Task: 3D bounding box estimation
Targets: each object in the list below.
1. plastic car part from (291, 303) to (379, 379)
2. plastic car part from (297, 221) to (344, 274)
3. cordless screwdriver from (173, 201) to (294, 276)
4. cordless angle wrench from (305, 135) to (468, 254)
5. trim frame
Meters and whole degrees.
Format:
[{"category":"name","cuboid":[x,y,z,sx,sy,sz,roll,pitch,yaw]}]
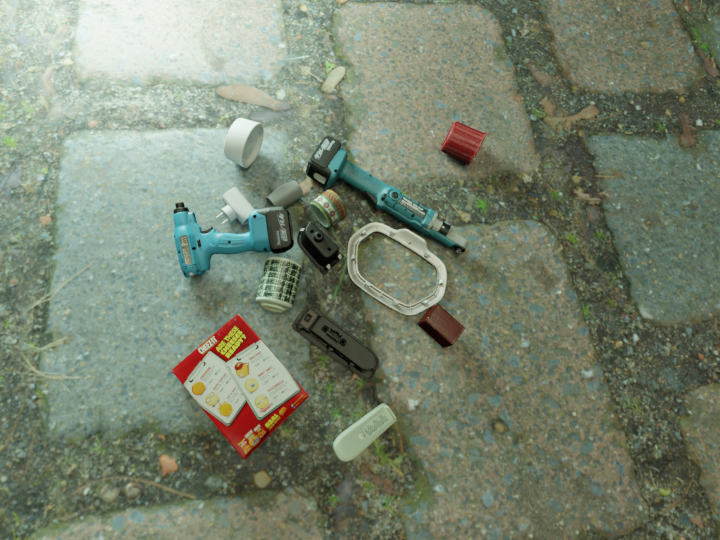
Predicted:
[{"category":"plastic car part","cuboid":[-0.043,0.147,0.885,0.204,0.067,0.066,37,63,2]},{"category":"plastic car part","cuboid":[-0.092,-0.060,0.942,0.065,0.071,0.118,-41,86,-21]},{"category":"cordless screwdriver","cuboid":[-0.271,-0.089,0.895,0.249,0.074,0.159,-13,89,0]},{"category":"cordless angle wrench","cuboid":[0.071,-0.167,1.003,0.424,0.074,0.098,31,70,1]},{"category":"trim frame","cuboid":[0.084,-0.010,0.972,0.251,0.027,0.184,32,69,5]}]
